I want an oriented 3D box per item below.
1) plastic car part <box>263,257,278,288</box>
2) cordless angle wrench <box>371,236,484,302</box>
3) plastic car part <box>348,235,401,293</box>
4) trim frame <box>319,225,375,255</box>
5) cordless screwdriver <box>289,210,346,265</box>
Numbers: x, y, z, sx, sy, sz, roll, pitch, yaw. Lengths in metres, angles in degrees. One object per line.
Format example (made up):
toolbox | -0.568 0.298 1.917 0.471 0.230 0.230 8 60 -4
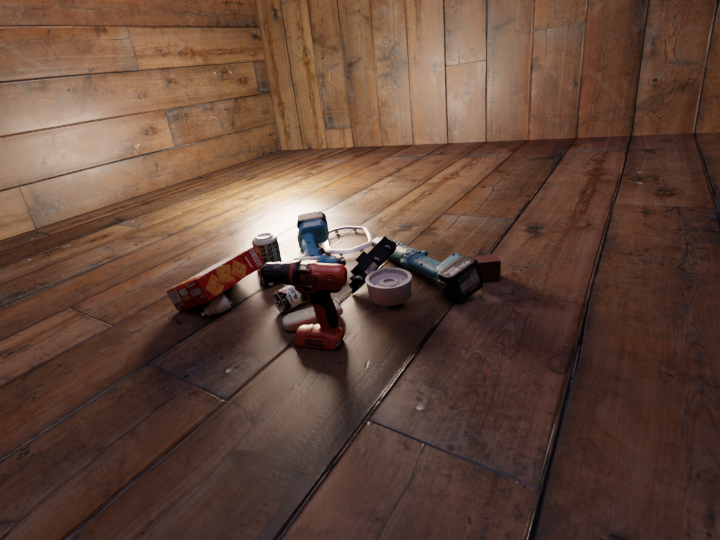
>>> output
plastic car part | -0.244 0.002 1.216 0.069 0.065 0.120 3 18 -13
cordless angle wrench | 0.141 -0.032 1.129 0.097 0.071 0.444 -33 27 -15
plastic car part | 0.030 -0.026 1.100 0.068 0.066 0.200 42 56 9
trim frame | -0.047 -0.102 1.402 0.184 0.027 0.256 -9 26 -2
cordless screwdriver | -0.125 -0.082 1.279 0.161 0.071 0.256 -7 41 5
